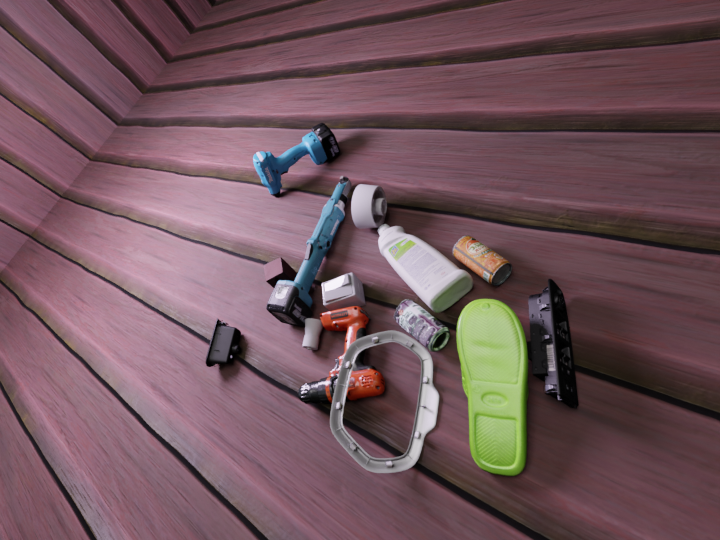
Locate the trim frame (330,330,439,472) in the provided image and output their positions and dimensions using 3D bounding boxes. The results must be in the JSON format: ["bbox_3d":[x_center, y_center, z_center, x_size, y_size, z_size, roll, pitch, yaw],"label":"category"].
[{"bbox_3d":[0.046,0.228,0.764,0.186,0.027,0.252,13,63,5],"label":"trim frame"}]

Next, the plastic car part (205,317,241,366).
[{"bbox_3d":[-0.333,0.186,1.053,0.073,0.063,0.119,-2,62,14],"label":"plastic car part"}]

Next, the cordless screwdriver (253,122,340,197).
[{"bbox_3d":[-0.184,-0.322,1.257,0.247,0.152,0.078,-27,51,-6],"label":"cordless screwdriver"}]

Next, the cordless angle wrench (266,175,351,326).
[{"bbox_3d":[-0.104,-0.068,1.061,0.078,0.093,0.426,3,58,33],"label":"cordless angle wrench"}]

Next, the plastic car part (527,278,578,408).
[{"bbox_3d":[0.312,0.115,0.697,0.069,0.063,0.206,-24,47,50],"label":"plastic car part"}]
